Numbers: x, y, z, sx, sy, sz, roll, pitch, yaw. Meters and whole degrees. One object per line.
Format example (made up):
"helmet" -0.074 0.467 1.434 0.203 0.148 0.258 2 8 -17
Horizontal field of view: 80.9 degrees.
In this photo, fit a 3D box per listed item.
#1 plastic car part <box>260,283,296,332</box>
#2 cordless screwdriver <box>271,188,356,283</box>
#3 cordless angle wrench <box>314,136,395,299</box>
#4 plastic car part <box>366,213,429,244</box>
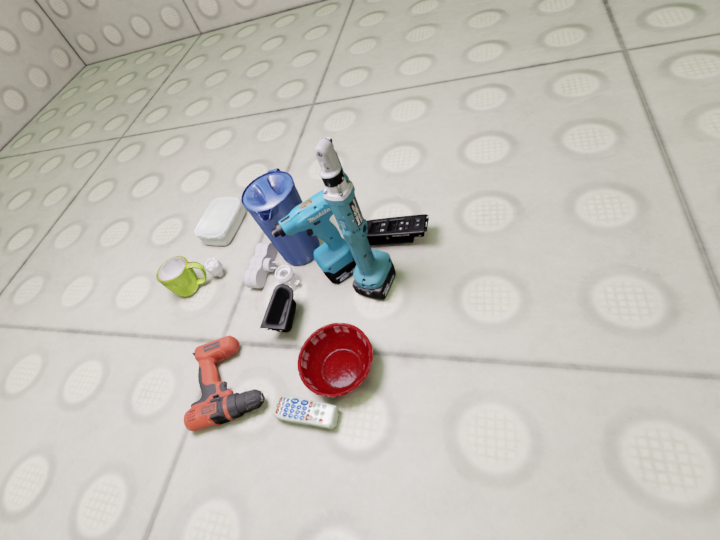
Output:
"plastic car part" -0.180 0.098 0.998 0.068 0.067 0.118 -1 53 20
"cordless screwdriver" -0.096 -0.063 0.978 0.158 0.236 0.078 -32 49 -6
"cordless angle wrench" -0.014 -0.089 0.855 0.078 0.402 0.098 12 58 27
"plastic car part" 0.068 -0.096 1.053 0.210 0.064 0.067 0 53 22
